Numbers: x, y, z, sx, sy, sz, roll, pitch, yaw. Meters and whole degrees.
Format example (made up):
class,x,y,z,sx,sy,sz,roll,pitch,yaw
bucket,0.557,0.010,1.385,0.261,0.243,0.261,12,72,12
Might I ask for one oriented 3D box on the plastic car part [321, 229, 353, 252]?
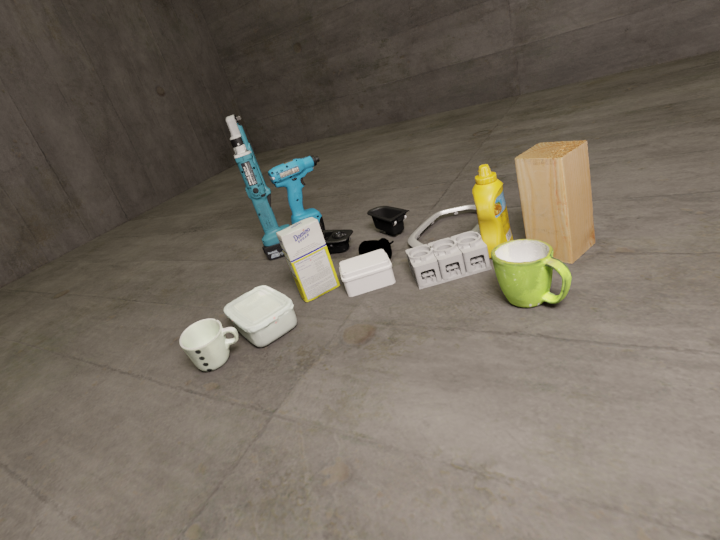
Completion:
class,x,y,z,sx,sy,sz,roll,pitch,yaw
plastic car part,-0.115,-0.075,1.174,0.210,0.065,0.066,-6,27,26

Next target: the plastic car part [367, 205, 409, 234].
class,x,y,z,sx,sy,sz,roll,pitch,yaw
plastic car part,0.076,-0.131,1.149,0.065,0.068,0.123,-30,27,-25

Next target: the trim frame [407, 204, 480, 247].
class,x,y,z,sx,sy,sz,roll,pitch,yaw
trim frame,0.226,-0.103,1.039,0.194,0.026,0.244,6,36,42

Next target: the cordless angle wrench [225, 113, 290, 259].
class,x,y,z,sx,sy,sz,roll,pitch,yaw
cordless angle wrench,-0.296,-0.235,1.214,0.098,0.409,0.076,-17,22,2

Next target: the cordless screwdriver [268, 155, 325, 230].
class,x,y,z,sx,sy,sz,roll,pitch,yaw
cordless screwdriver,-0.168,-0.219,1.288,0.157,0.241,0.078,-24,23,-14
